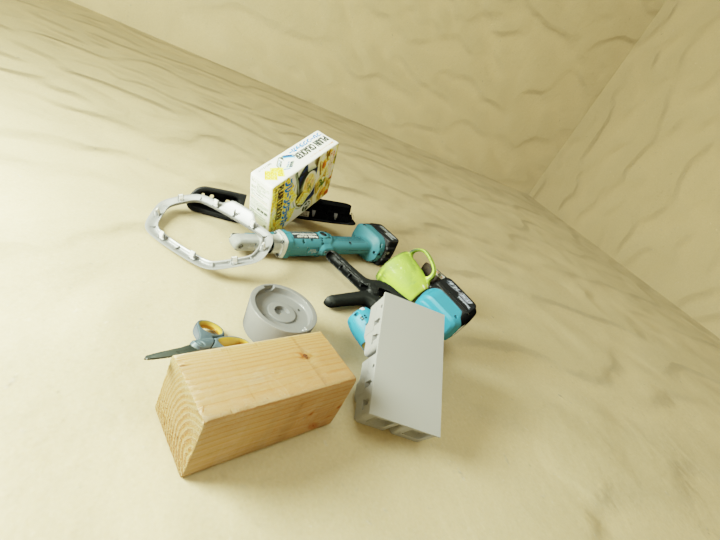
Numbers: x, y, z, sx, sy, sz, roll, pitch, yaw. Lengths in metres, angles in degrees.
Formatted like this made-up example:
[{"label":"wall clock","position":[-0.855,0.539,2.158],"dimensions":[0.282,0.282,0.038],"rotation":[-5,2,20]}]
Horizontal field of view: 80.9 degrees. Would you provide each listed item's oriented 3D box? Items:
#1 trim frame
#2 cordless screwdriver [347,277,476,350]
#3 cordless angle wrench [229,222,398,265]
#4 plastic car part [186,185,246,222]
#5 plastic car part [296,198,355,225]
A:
[{"label":"trim frame","position":[-0.281,-0.081,0.788],"dimensions":[0.258,0.027,0.181],"rotation":[28,40,20]},{"label":"cordless screwdriver","position":[0.111,0.111,0.755],"dimensions":[0.240,0.074,0.166],"rotation":[-17,58,-36]},{"label":"cordless angle wrench","position":[-0.091,-0.060,0.932],"dimensions":[0.403,0.074,0.103],"rotation":[-3,38,-41]},{"label":"plastic car part","position":[-0.314,-0.153,0.918],"dimensions":[0.113,0.065,0.074],"rotation":[13,14,-20]},{"label":"plastic car part","position":[-0.108,-0.154,1.050],"dimensions":[0.201,0.066,0.067],"rotation":[13,15,-4]}]
